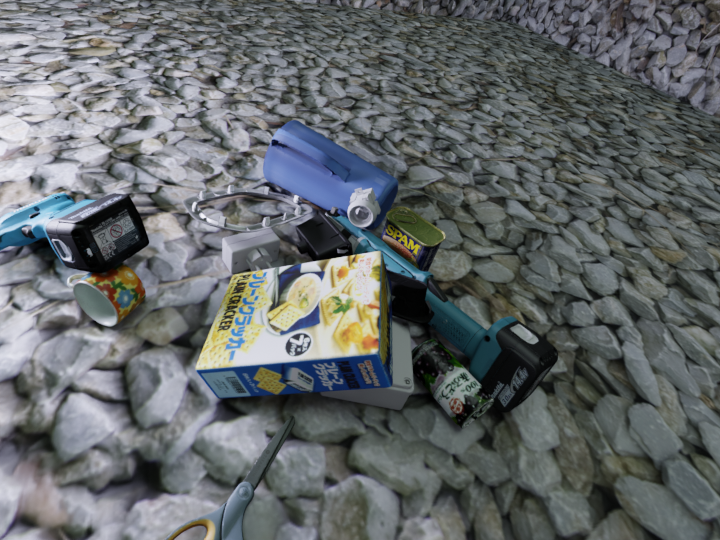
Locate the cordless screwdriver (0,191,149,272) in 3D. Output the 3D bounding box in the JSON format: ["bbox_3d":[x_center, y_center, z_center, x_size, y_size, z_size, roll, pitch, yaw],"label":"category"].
[{"bbox_3d":[-0.419,-0.049,0.575,0.261,0.072,0.157,9,37,32],"label":"cordless screwdriver"}]

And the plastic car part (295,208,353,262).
[{"bbox_3d":[-0.070,-0.046,0.714,0.070,0.063,0.123,-27,51,-20],"label":"plastic car part"}]

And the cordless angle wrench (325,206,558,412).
[{"bbox_3d":[0.077,0.023,0.650,0.071,0.097,0.447,-8,38,-44],"label":"cordless angle wrench"}]

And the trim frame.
[{"bbox_3d":[-0.188,-0.112,0.731,0.192,0.027,0.242,22,24,20],"label":"trim frame"}]

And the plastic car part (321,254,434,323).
[{"bbox_3d":[0.016,0.019,0.610,0.214,0.066,0.063,23,15,32],"label":"plastic car part"}]
